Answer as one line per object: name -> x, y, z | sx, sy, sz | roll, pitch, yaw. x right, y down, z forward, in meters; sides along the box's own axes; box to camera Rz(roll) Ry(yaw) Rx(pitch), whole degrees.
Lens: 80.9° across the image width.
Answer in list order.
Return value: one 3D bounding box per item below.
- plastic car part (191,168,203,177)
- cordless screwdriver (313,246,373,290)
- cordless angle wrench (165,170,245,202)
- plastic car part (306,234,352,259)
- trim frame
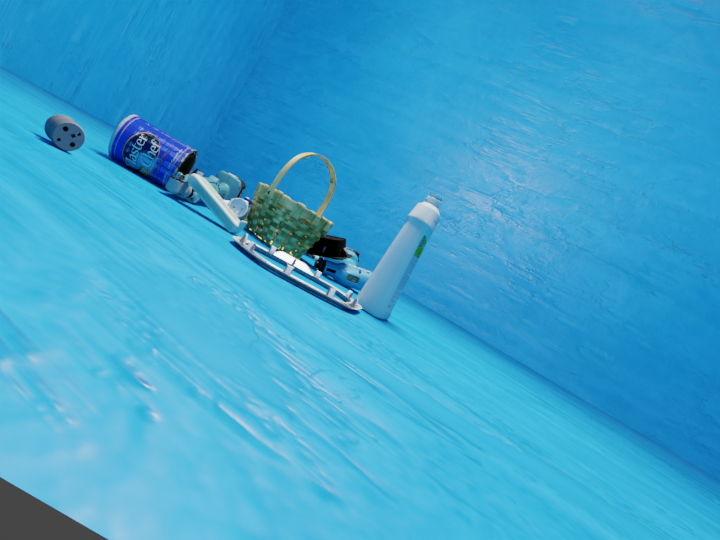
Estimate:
plastic car part -> -0.447, -0.233, 1.181 | 0.070, 0.066, 0.118 | 45, -3, -8
cordless screwdriver -> -0.057, -0.016, 1.093 | 0.155, 0.074, 0.256 | 19, 9, -15
cordless angle wrench -> -0.358, -0.188, 0.982 | 0.074, 0.098, 0.427 | 30, 6, -7
plastic car part -> -0.100, -0.065, 1.024 | 0.215, 0.066, 0.063 | 19, 12, 42
trim frame -> -0.100, 0.002, 0.700 | 0.241, 0.027, 0.190 | 28, 2, -17
